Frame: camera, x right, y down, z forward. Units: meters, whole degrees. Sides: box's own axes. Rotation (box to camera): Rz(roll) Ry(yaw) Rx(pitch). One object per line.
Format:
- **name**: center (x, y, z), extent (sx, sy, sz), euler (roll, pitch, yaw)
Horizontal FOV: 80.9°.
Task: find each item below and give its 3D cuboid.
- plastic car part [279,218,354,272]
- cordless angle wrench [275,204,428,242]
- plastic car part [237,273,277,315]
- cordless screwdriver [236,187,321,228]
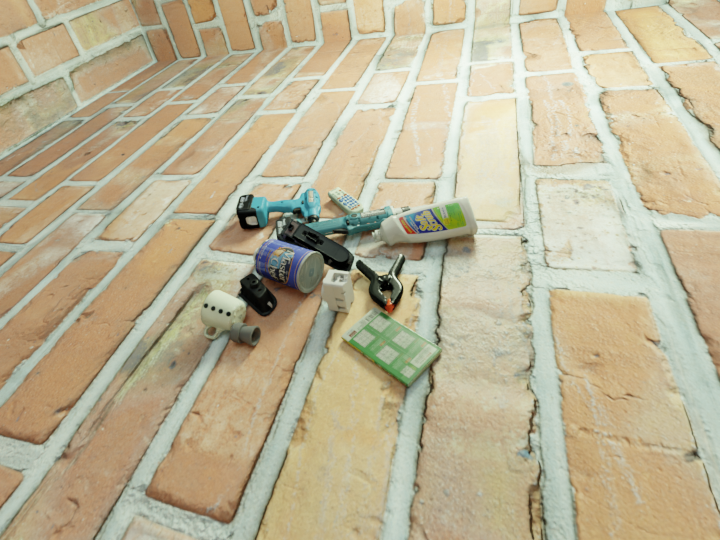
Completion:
- **plastic car part**: center (-0.104, -0.068, 1.060), extent (0.206, 0.066, 0.066), euler (31, 65, 6)
- **cordless angle wrench**: center (-0.016, -0.126, 1.150), extent (0.423, 0.071, 0.102), euler (-11, 42, 0)
- **plastic car part**: center (-0.251, 0.048, 1.019), extent (0.065, 0.068, 0.123), euler (-35, 43, -23)
- **cordless screwdriver**: center (-0.241, -0.173, 1.257), extent (0.249, 0.071, 0.165), euler (-8, 42, 1)
